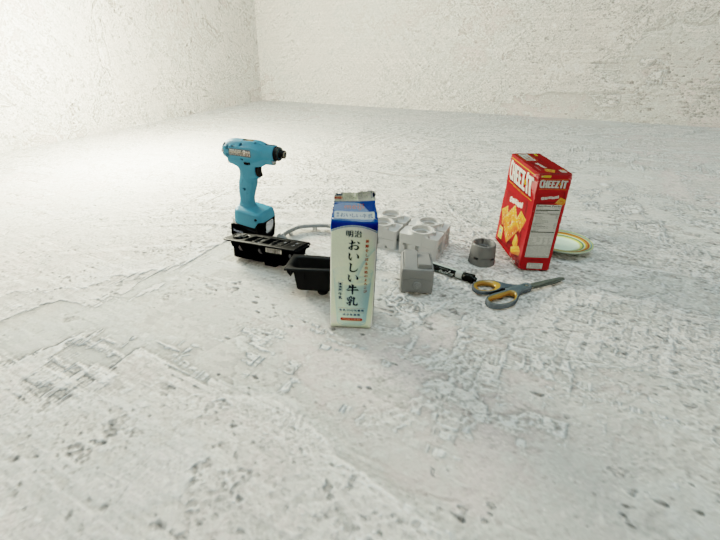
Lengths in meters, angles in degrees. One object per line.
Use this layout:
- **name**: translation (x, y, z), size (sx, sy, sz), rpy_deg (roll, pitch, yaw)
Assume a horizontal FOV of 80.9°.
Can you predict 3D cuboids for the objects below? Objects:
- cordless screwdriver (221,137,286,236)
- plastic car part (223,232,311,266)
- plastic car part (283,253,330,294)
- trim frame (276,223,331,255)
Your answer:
- **cordless screwdriver**: translation (-0.242, -0.185, 1.004), size (0.166, 0.242, 0.073), rpy_deg (13, 29, 23)
- **plastic car part**: translation (-0.210, -0.047, 0.935), size (0.212, 0.065, 0.065), rpy_deg (14, 31, 25)
- **plastic car part**: translation (-0.082, 0.012, 0.819), size (0.119, 0.069, 0.066), rpy_deg (6, 28, 12)
- **trim frame**: translation (-0.098, -0.064, 1.002), size (0.178, 0.027, 0.263), rpy_deg (-18, 33, -27)
